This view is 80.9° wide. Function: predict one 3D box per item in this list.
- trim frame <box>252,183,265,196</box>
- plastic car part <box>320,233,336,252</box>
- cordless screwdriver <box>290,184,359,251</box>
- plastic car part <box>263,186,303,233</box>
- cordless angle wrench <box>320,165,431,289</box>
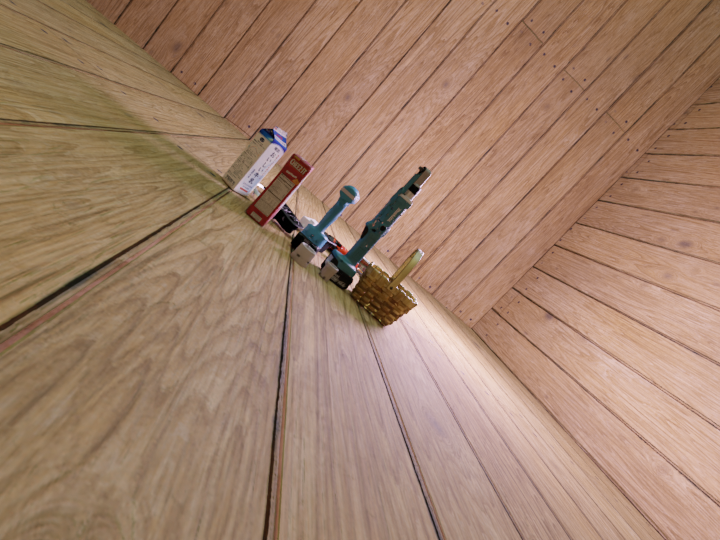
[{"bbox_3d":[-0.331,-0.255,1.529,0.174,0.027,0.262,35,10,-38],"label":"trim frame"},{"bbox_3d":[-0.136,-0.089,1.393,0.068,0.071,0.113,44,8,13],"label":"plastic car part"},{"bbox_3d":[-0.094,-0.148,1.260,0.075,0.249,0.158,42,8,1],"label":"cordless screwdriver"},{"bbox_3d":[-0.259,-0.189,1.363,0.213,0.067,0.063,46,9,31],"label":"plastic car part"},{"bbox_3d":[0.054,-0.130,1.229,0.094,0.424,0.077,39,9,-23],"label":"cordless angle wrench"}]
